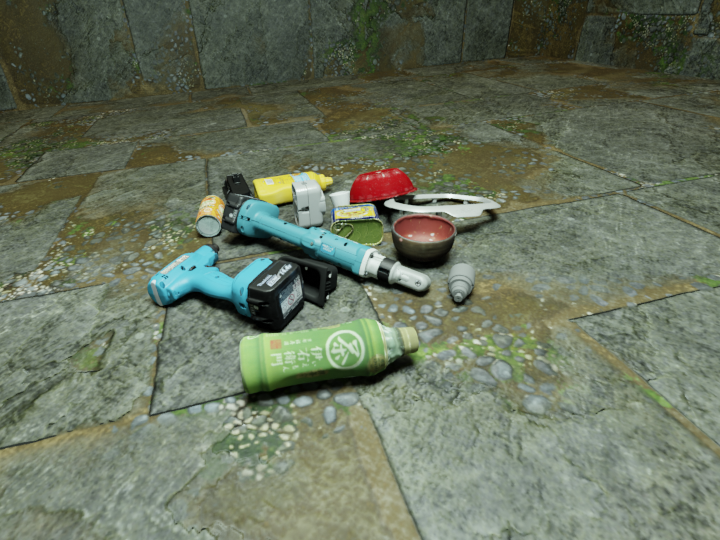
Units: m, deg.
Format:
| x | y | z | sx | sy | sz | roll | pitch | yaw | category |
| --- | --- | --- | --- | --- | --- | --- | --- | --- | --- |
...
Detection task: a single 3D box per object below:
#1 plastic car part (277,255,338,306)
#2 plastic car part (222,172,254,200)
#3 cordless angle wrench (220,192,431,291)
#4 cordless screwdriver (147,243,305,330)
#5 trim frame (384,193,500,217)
| x | y | z | sx | sy | sz | roll | pitch | yaw | category |
| --- | --- | --- | --- | --- | --- | --- | --- | --- | --- |
| -0.084 | 0.006 | 0.709 | 0.123 | 0.065 | 0.068 | 19 | 20 | 37 | plastic car part |
| -0.299 | -0.198 | 1.044 | 0.064 | 0.065 | 0.214 | -7 | 34 | -21 | plastic car part |
| -0.075 | -0.049 | 0.770 | 0.444 | 0.074 | 0.094 | 22 | 10 | 28 | cordless angle wrench |
| -0.209 | 0.010 | 0.700 | 0.259 | 0.072 | 0.158 | 7 | 34 | 23 | cordless screwdriver |
| 0.167 | -0.138 | 0.886 | 0.241 | 0.027 | 0.193 | -5 | 18 | -21 | trim frame |
